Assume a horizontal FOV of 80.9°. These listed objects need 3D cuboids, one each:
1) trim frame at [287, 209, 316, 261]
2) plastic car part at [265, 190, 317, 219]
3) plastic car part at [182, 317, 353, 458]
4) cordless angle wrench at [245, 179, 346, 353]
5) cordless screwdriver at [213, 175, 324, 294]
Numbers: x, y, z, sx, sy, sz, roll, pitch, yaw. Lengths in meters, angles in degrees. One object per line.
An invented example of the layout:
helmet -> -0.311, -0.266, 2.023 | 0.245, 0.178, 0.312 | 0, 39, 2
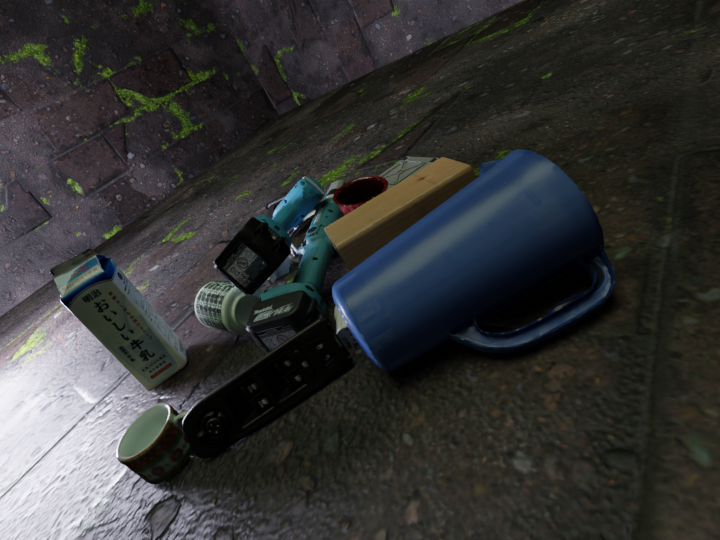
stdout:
trim frame -> -0.077, -0.089, 0.853 | 0.183, 0.026, 0.259 | -33, 26, -6
plastic car part -> -0.162, -0.121, 0.919 | 0.120, 0.062, 0.072 | -17, 43, 32
plastic car part -> -0.113, 0.131, 0.489 | 0.202, 0.065, 0.069 | -35, 16, -8
cordless angle wrench -> -0.068, -0.044, 0.694 | 0.101, 0.071, 0.430 | -19, 32, 23
cordless screwdriver -> -0.150, -0.053, 0.689 | 0.161, 0.073, 0.250 | -42, 14, 30
